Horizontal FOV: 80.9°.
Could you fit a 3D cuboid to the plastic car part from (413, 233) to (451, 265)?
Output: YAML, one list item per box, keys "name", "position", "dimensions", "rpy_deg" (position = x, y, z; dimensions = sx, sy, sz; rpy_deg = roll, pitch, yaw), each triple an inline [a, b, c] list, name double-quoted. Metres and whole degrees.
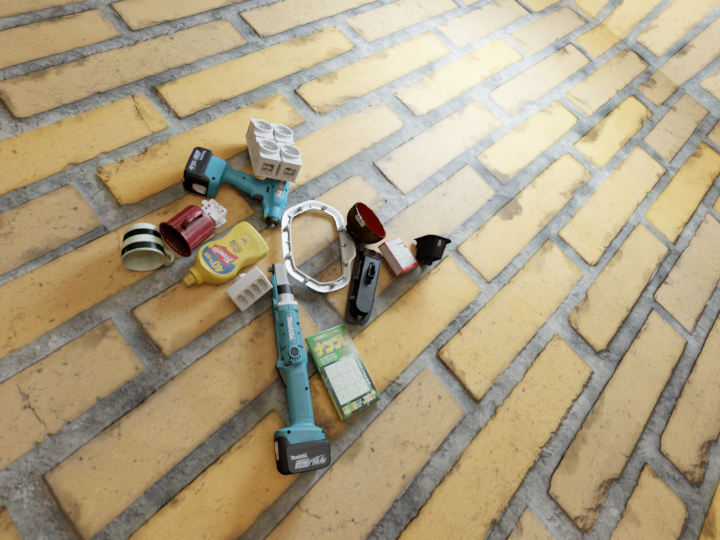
- name: "plastic car part"
  position: [0.175, -0.047, 1.061]
  dimensions: [0.065, 0.118, 0.071]
  rpy_deg: [19, 84, -11]

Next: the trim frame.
- name: "trim frame"
  position: [-0.100, -0.065, 1.023]
  dimensions: [0.178, 0.028, 0.256]
  rpy_deg: [4, 60, -22]

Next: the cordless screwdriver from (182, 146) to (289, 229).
- name: "cordless screwdriver"
  position: [-0.297, -0.193, 1.013]
  dimensions: [0.242, 0.074, 0.163]
  rpy_deg: [13, 60, -15]

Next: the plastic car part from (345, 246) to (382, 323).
- name: "plastic car part"
  position: [0.015, 0.030, 0.996]
  dimensions: [0.064, 0.068, 0.206]
  rpy_deg: [22, 61, -16]

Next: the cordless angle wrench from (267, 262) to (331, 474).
- name: "cordless angle wrench"
  position: [-0.143, 0.176, 0.867]
  dimensions: [0.095, 0.074, 0.437]
  rpy_deg: [-2, 62, -20]
